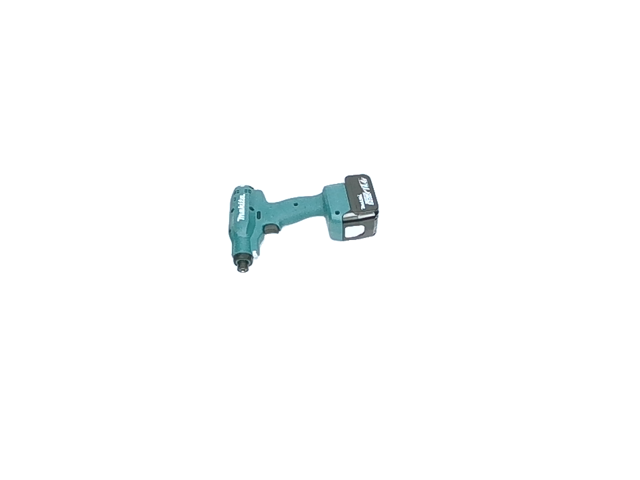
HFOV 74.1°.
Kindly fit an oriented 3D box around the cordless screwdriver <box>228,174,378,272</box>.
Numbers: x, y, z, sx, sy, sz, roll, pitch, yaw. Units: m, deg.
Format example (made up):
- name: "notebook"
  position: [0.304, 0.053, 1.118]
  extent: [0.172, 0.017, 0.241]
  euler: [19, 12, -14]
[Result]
- name: "cordless screwdriver"
  position: [-0.029, -0.027, 0.708]
  extent: [0.249, 0.159, 0.074]
  euler: [-5, -32, 0]
